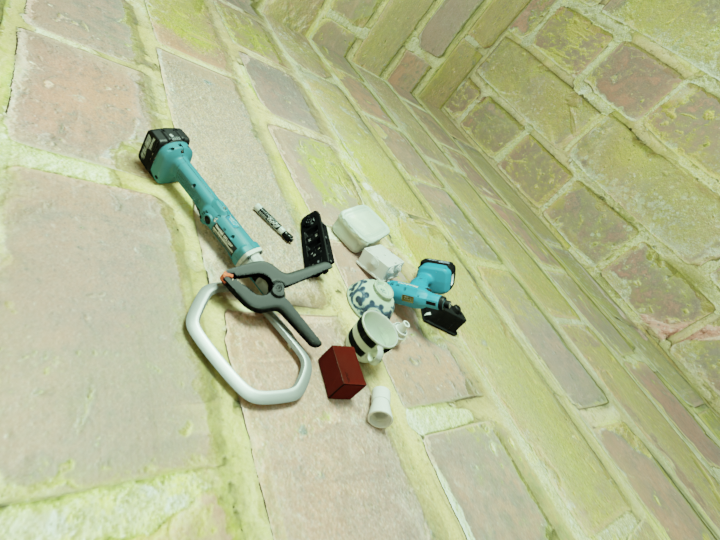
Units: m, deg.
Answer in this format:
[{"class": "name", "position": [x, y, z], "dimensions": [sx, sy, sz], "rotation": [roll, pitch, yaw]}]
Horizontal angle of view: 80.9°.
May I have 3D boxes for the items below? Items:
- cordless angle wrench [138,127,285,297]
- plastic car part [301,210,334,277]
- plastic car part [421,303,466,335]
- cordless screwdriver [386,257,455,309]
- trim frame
[{"class": "cordless angle wrench", "position": [-0.283, -0.105, 0.831], "dimensions": [0.432, 0.099, 0.072], "rotation": [50, 36, 11]}, {"class": "plastic car part", "position": [-0.097, -0.063, 0.991], "dimensions": [0.063, 0.067, 0.212], "rotation": [28, 32, -38]}, {"class": "plastic car part", "position": [0.222, 0.112, 1.087], "dimensions": [0.113, 0.071, 0.068], "rotation": [26, 36, -16]}, {"class": "cordless screwdriver", "position": [0.182, 0.039, 1.071], "dimensions": [0.167, 0.073, 0.241], "rotation": [12, 20, 30]}, {"class": "trim frame", "position": [-0.183, 0.116, 0.710], "dimensions": [0.254, 0.027, 0.180], "rotation": [43, 33, 10]}]
